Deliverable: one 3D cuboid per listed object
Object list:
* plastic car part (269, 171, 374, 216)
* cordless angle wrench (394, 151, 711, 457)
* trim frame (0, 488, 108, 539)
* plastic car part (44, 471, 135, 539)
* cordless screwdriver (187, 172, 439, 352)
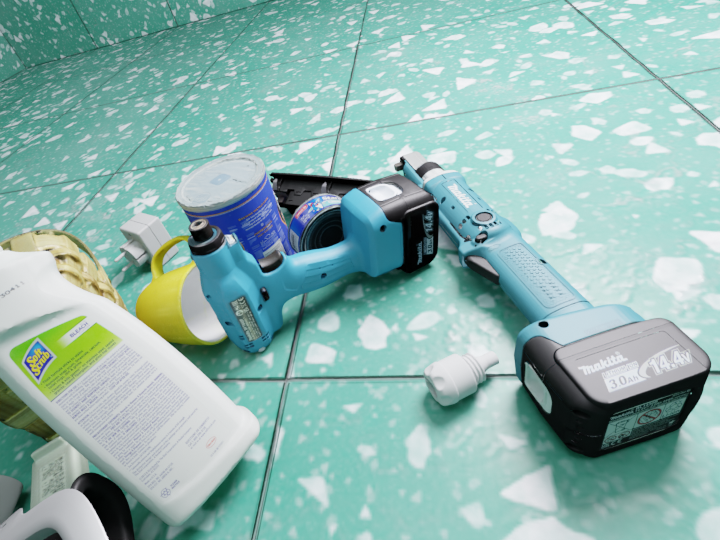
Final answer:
[{"bbox_3d":[-0.036,-0.091,0.567,0.211,0.063,0.067,7,56,26],"label":"plastic car part"},{"bbox_3d":[0.129,-0.033,0.443,0.098,0.071,0.443,-20,40,-3],"label":"cordless angle wrench"},{"bbox_3d":[-0.211,0.242,0.236,0.250,0.026,0.194,-43,56,11],"label":"trim frame"},{"bbox_3d":[-0.195,0.209,0.281,0.071,0.063,0.122,-28,60,0],"label":"plastic car part"},{"bbox_3d":[-0.042,-0.028,0.433,0.246,0.152,0.078,-27,42,-13],"label":"cordless screwdriver"}]
